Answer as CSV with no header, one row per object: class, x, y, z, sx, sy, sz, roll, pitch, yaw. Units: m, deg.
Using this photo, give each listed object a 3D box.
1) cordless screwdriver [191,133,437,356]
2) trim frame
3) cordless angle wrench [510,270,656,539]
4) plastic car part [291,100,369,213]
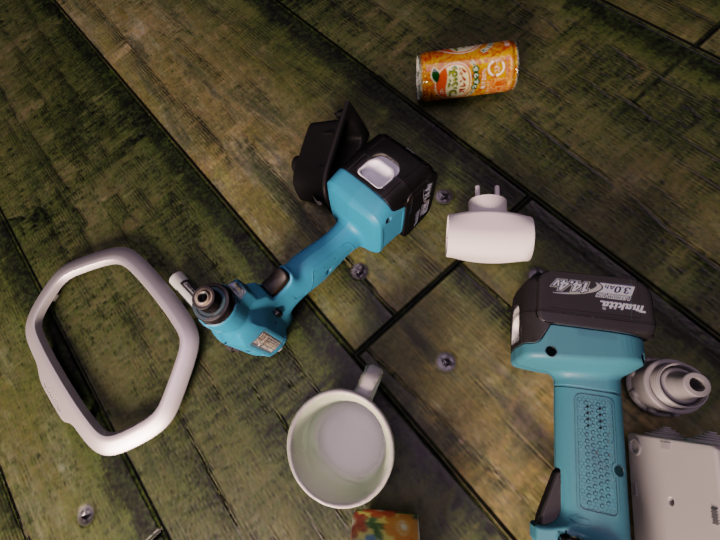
cordless screwdriver,-0.039,-0.025,0.394,0.248,0.154,0.077,-45,72,-8
trim frame,-0.287,0.081,0.480,0.258,0.026,0.183,41,82,20
cordless angle wrench,0.157,0.212,0.297,0.100,0.071,0.429,5,69,12
plastic car part,-0.044,-0.127,0.488,0.074,0.062,0.117,14,77,30
